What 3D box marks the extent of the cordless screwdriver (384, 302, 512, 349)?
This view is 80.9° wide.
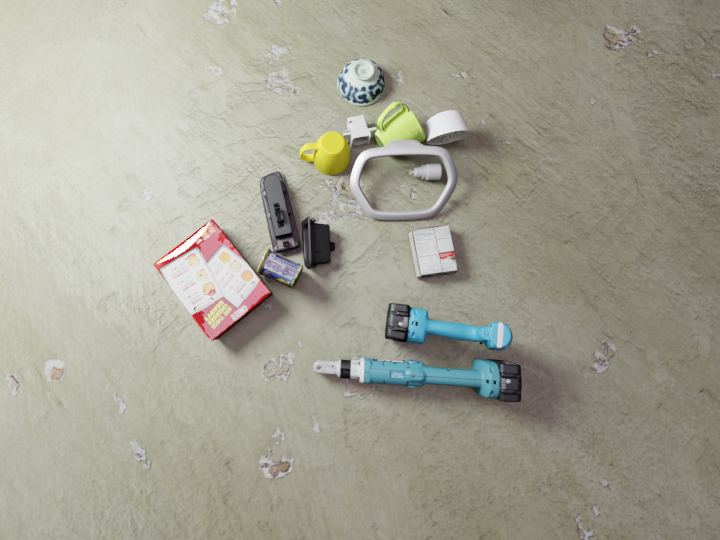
[{"bbox_3d":[0.180,0.128,0.901,0.256,0.153,0.075,6,78,15],"label":"cordless screwdriver"}]

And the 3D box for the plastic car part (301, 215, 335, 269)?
[{"bbox_3d":[-0.094,-0.062,0.966,0.069,0.067,0.117,-4,83,-18],"label":"plastic car part"}]

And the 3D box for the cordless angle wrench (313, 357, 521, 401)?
[{"bbox_3d":[0.110,0.218,0.895,0.426,0.097,0.075,3,84,4],"label":"cordless angle wrench"}]

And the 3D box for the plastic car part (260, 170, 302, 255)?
[{"bbox_3d":[-0.192,-0.138,0.978,0.067,0.065,0.207,-15,77,2],"label":"plastic car part"}]

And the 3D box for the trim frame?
[{"bbox_3d":[0.100,-0.207,0.976,0.249,0.028,0.181,-2,105,1],"label":"trim frame"}]
